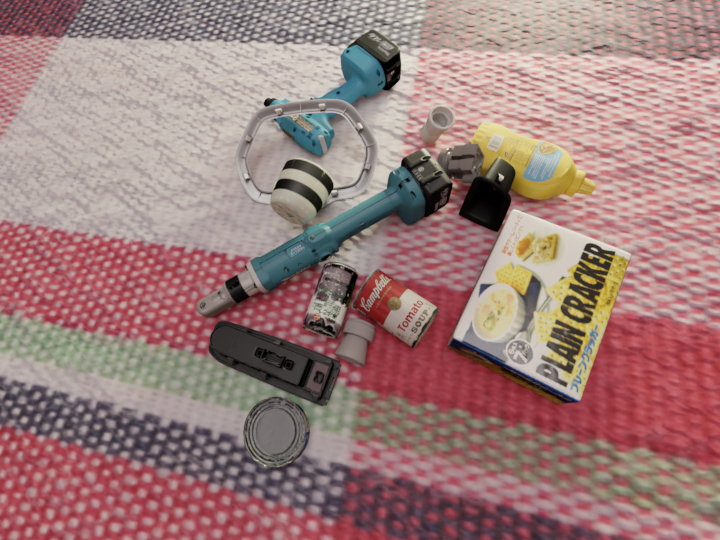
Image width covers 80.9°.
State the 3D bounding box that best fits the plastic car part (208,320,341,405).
[{"bbox_3d":[-0.135,0.125,0.603,0.210,0.064,0.066,17,77,18],"label":"plastic car part"}]

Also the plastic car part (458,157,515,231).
[{"bbox_3d":[0.198,-0.120,0.626,0.068,0.113,0.071,28,69,15],"label":"plastic car part"}]

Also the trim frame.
[{"bbox_3d":[-0.095,-0.193,0.716,0.251,0.027,0.182,-2,97,7],"label":"trim frame"}]

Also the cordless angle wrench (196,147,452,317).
[{"bbox_3d":[-0.063,-0.042,0.649,0.422,0.095,0.077,-30,71,-1],"label":"cordless angle wrench"}]

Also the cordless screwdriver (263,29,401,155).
[{"bbox_3d":[-0.052,-0.339,0.786,0.248,0.072,0.166,-45,69,-8],"label":"cordless screwdriver"}]
